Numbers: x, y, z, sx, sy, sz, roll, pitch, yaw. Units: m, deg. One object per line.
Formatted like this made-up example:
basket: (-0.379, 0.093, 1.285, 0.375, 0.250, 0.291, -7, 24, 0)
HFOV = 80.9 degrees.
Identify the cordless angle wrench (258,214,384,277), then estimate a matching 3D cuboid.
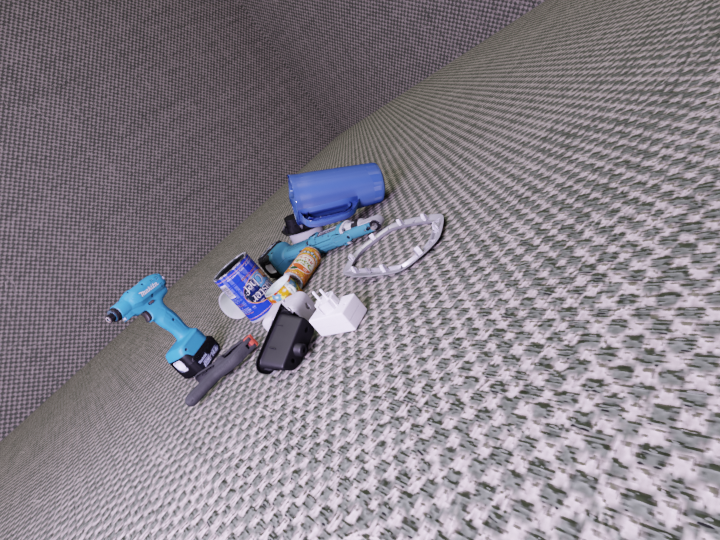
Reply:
cordless angle wrench: (-0.105, -0.069, 1.075, 0.438, 0.072, 0.097, -16, 29, 44)

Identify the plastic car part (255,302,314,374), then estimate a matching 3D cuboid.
plastic car part: (-0.115, 0.121, 0.698, 0.074, 0.062, 0.118, -6, 51, 37)

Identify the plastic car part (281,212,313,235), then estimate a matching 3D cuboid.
plastic car part: (-0.129, -0.152, 1.178, 0.201, 0.064, 0.070, -26, 37, -7)

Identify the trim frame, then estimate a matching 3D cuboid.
trim frame: (0.055, -0.046, 0.804, 0.183, 0.026, 0.259, -49, 24, -22)

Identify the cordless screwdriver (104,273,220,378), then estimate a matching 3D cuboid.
cordless screwdriver: (-0.445, 0.140, 0.958, 0.076, 0.244, 0.159, -29, 14, 31)
